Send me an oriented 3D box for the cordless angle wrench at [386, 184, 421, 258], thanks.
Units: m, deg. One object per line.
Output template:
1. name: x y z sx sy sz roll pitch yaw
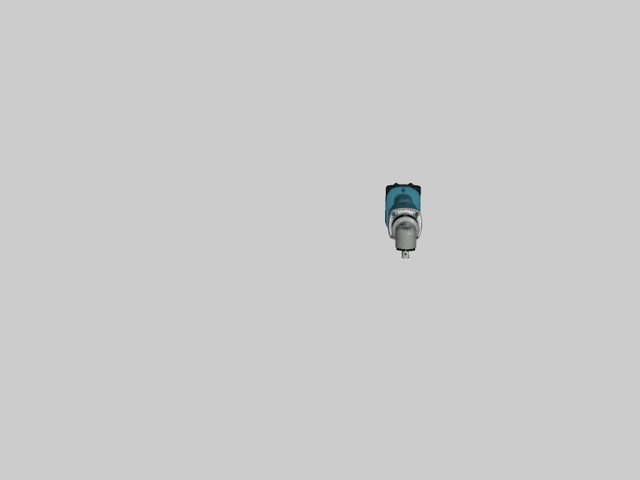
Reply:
1. cordless angle wrench: 0.148 -0.041 0.753 0.074 0.098 0.422 2 11 10
